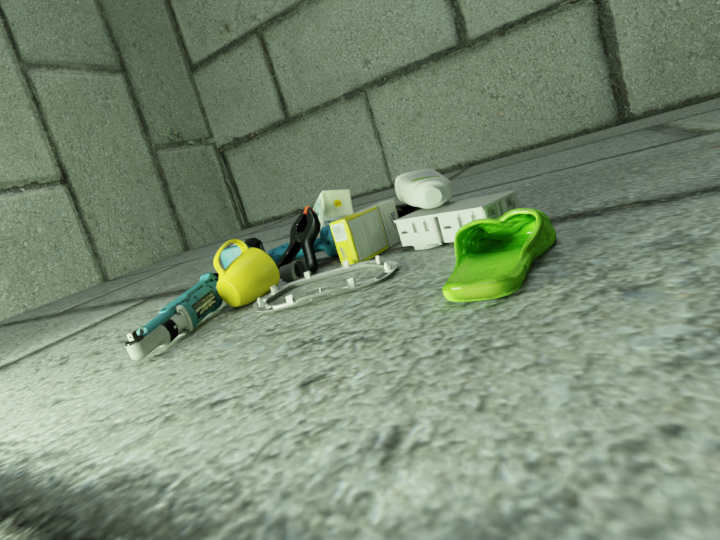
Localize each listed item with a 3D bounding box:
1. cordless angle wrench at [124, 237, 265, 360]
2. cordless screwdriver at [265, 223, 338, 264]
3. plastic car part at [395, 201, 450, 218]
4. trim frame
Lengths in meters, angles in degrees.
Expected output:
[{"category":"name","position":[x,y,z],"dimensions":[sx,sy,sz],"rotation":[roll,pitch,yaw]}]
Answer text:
[{"category":"cordless angle wrench","position":[-0.279,0.043,0.773],"dimensions":[0.076,0.096,0.423],"rotation":[-15,17,14]},{"category":"cordless screwdriver","position":[-0.099,-0.065,1.010],"dimensions":[0.257,0.073,0.156],"rotation":[-15,9,27]},{"category":"plastic car part","position":[0.111,-0.127,0.960],"dimensions":[0.213,0.067,0.063],"rotation":[-1,-9,41]},{"category":"trim frame","position":[-0.059,0.019,0.695],"dimensions":[0.251,0.027,0.185],"rotation":[-14,14,6]}]
